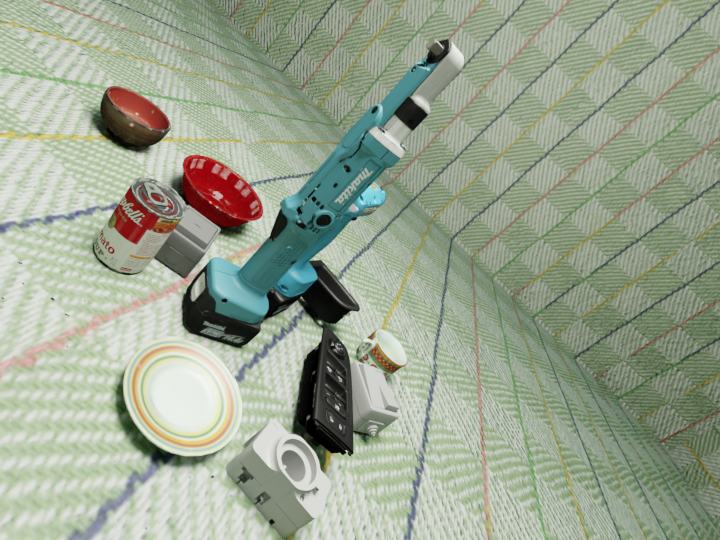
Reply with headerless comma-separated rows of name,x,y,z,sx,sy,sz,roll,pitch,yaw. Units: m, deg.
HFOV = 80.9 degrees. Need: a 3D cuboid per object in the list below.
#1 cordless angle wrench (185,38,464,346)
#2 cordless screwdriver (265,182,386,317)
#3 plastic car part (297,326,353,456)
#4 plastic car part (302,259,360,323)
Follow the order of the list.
cordless angle wrench,-0.051,-0.072,0.479,0.093,0.426,0.078,29,28,-37
cordless screwdriver,-0.063,-0.041,0.644,0.076,0.251,0.155,49,22,7
plastic car part,-0.046,0.155,0.560,0.064,0.067,0.207,38,22,-16
plastic car part,-0.065,0.045,0.727,0.120,0.071,0.063,51,22,16
